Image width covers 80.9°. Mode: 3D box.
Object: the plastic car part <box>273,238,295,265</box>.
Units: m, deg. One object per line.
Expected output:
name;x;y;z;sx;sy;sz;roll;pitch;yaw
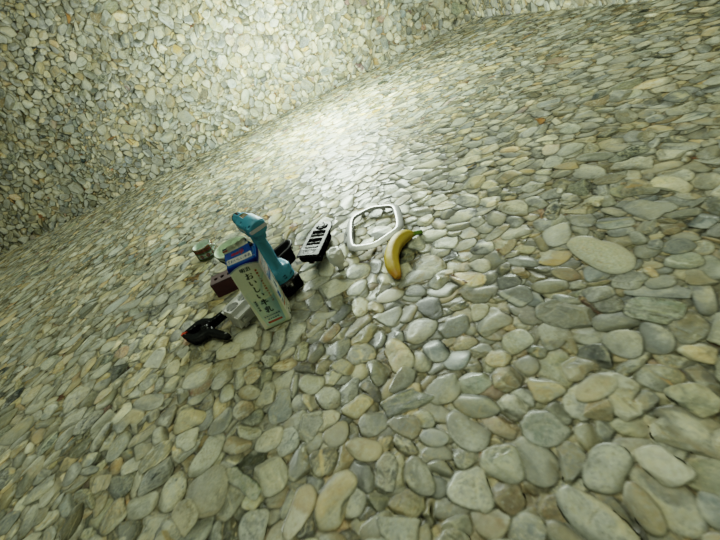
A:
plastic car part;-0.230;-0.028;1.231;0.115;0.068;0.070;-41;34;-23

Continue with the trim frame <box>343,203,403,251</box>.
trim frame;0.034;-0.127;1.221;0.187;0.026;0.256;-19;33;11

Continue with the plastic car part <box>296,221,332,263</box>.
plastic car part;-0.120;-0.078;1.227;0.068;0.064;0.206;-13;34;20

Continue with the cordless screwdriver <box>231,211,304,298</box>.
cordless screwdriver;-0.254;-0.046;1.114;0.073;0.238;0.168;-37;32;-20
